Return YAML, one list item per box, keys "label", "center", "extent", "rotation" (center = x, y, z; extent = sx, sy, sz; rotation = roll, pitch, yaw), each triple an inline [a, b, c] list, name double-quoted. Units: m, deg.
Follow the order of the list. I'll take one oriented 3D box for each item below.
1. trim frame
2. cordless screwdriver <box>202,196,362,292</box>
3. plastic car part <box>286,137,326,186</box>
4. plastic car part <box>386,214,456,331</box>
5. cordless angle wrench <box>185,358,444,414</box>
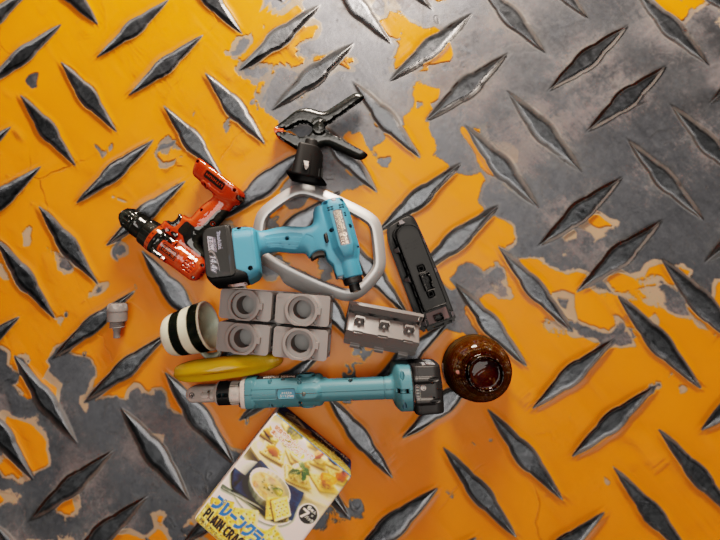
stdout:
- label: "trim frame"
  center: [-0.073, -0.048, 0.751]
  extent: [0.250, 0.027, 0.184]
  rotation: [24, 86, 2]
- label: "cordless screwdriver"
  center: [-0.123, -0.019, 0.688]
  extent: [0.246, 0.074, 0.162]
  rotation: [-13, 78, -9]
- label: "plastic car part"
  center: [-0.087, -0.185, 0.714]
  extent: [0.066, 0.116, 0.071]
  rotation: [9, 90, -1]
- label: "plastic car part"
  center: [0.100, 0.002, 0.724]
  extent: [0.067, 0.066, 0.205]
  rotation: [-21, 83, 6]
- label: "cordless angle wrench"
  center: [-0.085, 0.198, 0.702]
  extent: [0.427, 0.096, 0.075]
  rotation: [-4, 85, 5]
